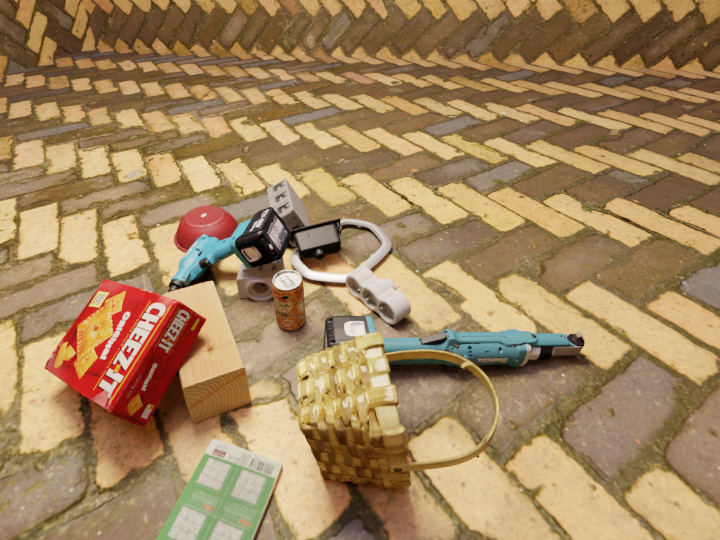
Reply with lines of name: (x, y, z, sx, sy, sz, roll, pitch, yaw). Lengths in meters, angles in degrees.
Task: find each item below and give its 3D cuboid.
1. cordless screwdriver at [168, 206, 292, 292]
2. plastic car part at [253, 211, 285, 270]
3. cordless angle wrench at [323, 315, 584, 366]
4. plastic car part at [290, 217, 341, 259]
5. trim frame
cordless screwdriver: (-0.264, -0.029, 0.826, 0.257, 0.071, 0.161, -14, 36, 30)
plastic car part: (-0.217, -0.071, 0.951, 0.066, 0.064, 0.212, -14, 38, -7)
cordless angle wrench: (0.154, 0.125, 0.681, 0.420, 0.095, 0.077, 0, 38, -5)
plastic car part: (-0.088, -0.058, 0.900, 0.115, 0.064, 0.074, -16, 55, -13)
trim frame: (-0.042, -0.048, 0.941, 0.193, 0.026, 0.244, 25, 48, 28)
